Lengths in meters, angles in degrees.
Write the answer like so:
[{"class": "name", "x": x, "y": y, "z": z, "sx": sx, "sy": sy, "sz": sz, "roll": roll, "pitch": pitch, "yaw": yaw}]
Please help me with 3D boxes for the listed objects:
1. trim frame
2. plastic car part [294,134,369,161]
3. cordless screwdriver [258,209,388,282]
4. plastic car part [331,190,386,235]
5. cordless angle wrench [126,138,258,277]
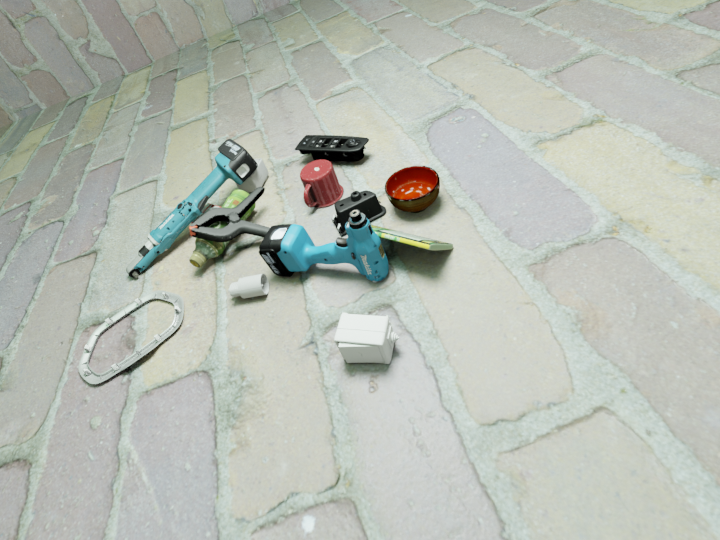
[{"class": "trim frame", "x": -0.487, "y": 0.132, "z": 0.898, "sx": 0.246, "sy": 0.026, "sz": 0.195, "roll": -35, "pitch": 46, "yaw": -13}, {"class": "plastic car part", "x": -0.071, "y": -0.316, "z": 1.109, "sx": 0.213, "sy": 0.064, "sz": 0.066, "roll": 8, "pitch": 45, "yaw": 33}, {"class": "cordless screwdriver", "x": -0.079, "y": -0.052, "z": 0.806, "sx": 0.259, "sy": 0.151, "sz": 0.075, "roll": 4, "pitch": 49, "yaw": 28}, {"class": "plastic car part", "x": -0.010, "y": -0.137, "z": 0.917, "sx": 0.117, "sy": 0.067, "sz": 0.069, "roll": -27, "pitch": 45, "yaw": 0}, {"class": "cordless angle wrench", "x": -0.437, "y": -0.149, "z": 1.069, "sx": 0.103, "sy": 0.070, "sz": 0.422, "roll": 37, "pitch": 83, "yaw": 34}]
